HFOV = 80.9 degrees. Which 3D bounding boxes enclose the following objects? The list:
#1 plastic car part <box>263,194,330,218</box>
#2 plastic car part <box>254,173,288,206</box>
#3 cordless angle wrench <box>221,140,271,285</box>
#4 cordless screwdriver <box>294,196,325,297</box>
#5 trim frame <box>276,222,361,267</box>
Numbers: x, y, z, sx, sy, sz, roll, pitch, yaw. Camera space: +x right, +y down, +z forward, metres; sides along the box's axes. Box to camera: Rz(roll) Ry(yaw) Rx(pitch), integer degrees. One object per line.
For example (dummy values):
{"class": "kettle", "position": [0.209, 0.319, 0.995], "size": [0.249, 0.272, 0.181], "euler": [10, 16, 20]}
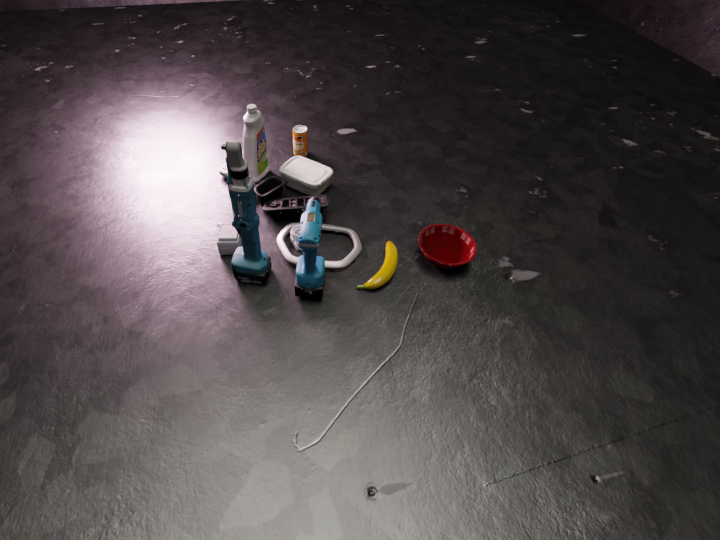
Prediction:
{"class": "plastic car part", "position": [-0.198, -0.193, 1.304], "size": [0.202, 0.065, 0.069], "euler": [-2, 49, -3]}
{"class": "plastic car part", "position": [-0.290, -0.246, 1.346], "size": [0.069, 0.069, 0.115], "euler": [29, 53, 20]}
{"class": "cordless angle wrench", "position": [-0.275, -0.124, 1.009], "size": [0.098, 0.411, 0.076], "euler": [9, 48, 1]}
{"class": "cordless screwdriver", "position": [-0.124, -0.053, 1.062], "size": [0.074, 0.242, 0.164], "euler": [5, 48, -2]}
{"class": "trim frame", "position": [-0.120, -0.079, 1.229], "size": [0.249, 0.027, 0.189], "euler": [3, 48, 2]}
